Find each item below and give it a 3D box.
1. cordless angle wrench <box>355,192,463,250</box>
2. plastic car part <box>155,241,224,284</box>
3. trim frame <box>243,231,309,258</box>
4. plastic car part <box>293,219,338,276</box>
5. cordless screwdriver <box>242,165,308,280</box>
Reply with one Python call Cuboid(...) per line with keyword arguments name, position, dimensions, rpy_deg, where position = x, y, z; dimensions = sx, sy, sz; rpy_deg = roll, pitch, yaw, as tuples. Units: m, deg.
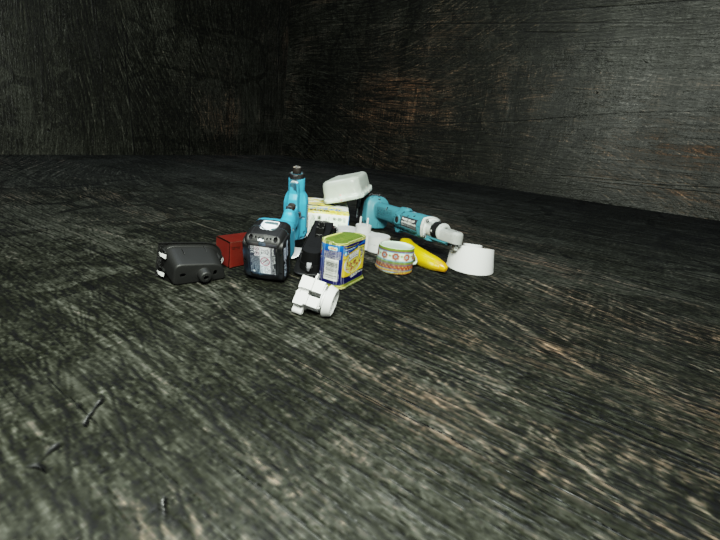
Cuboid(name="cordless angle wrench", position=(0.113, -0.126, 1.067), dimensions=(0.072, 0.097, 0.444), rpy_deg=(1, 15, -26))
Cuboid(name="plastic car part", position=(-0.280, -0.006, 0.718), dimensions=(0.111, 0.065, 0.075), rpy_deg=(-3, 34, -34))
Cuboid(name="trim frame", position=(-0.154, -0.062, 0.959), dimensions=(0.253, 0.027, 0.184), rpy_deg=(10, 18, 8))
Cuboid(name="plastic car part", position=(-0.083, -0.055, 0.853), dimensions=(0.066, 0.066, 0.206), rpy_deg=(15, 34, -2))
Cuboid(name="cordless screwdriver", position=(-0.149, -0.097, 0.814), dimensions=(0.075, 0.155, 0.251), rpy_deg=(8, 28, 4))
